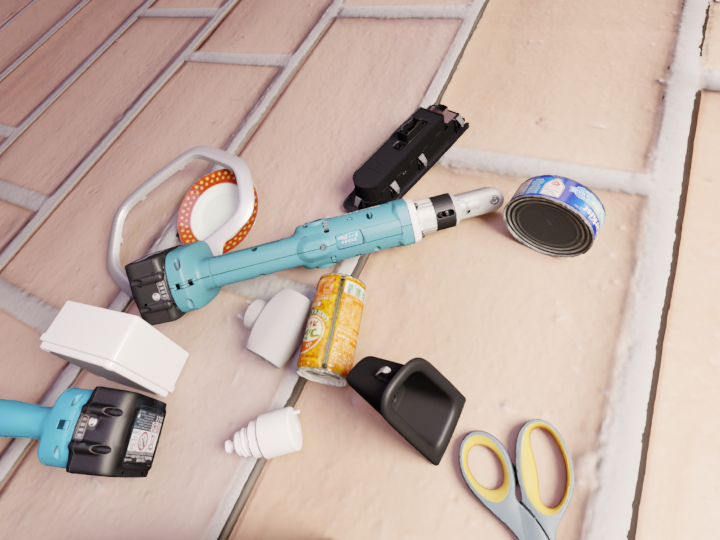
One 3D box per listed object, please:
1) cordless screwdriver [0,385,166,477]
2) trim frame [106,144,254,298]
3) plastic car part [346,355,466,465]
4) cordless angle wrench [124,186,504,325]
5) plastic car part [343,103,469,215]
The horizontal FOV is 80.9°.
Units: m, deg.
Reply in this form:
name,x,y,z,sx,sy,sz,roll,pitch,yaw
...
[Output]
name,x,y,z,sx,sy,sz,roll,pitch,yaw
cordless screwdriver,-0.334,0.161,0.446,0.250,0.155,0.076,6,64,3
trim frame,-0.252,-0.069,0.582,0.249,0.026,0.192,-36,64,4
plastic car part,0.032,0.107,0.368,0.075,0.110,0.066,7,58,47
cordless angle wrench,-0.047,-0.031,0.486,0.425,0.073,0.099,-14,12,3
plastic car part,0.057,-0.148,0.541,0.069,0.064,0.202,36,78,23
